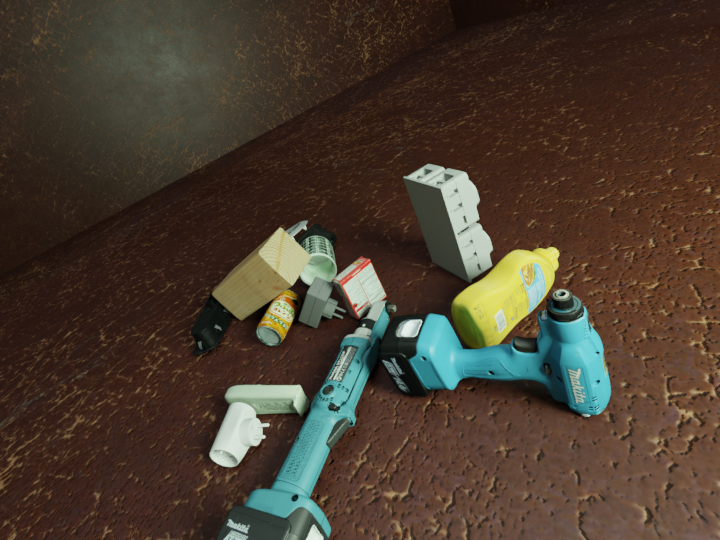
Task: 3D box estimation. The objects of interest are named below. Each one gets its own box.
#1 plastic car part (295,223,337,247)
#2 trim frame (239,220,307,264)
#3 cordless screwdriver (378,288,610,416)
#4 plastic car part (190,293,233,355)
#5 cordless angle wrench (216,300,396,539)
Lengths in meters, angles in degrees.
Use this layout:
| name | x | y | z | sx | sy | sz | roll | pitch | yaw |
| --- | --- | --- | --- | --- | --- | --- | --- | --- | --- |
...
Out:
| name | x | y | z | sx | sy | sz | roll | pitch | yaw |
| --- | --- | --- | --- | --- | --- | --- | --- | --- | --- |
| plastic car part | -0.100 | -0.065 | 1.020 | 0.074 | 0.063 | 0.115 | 17 | 46 | 31 |
| trim frame | -0.226 | -0.051 | 1.051 | 0.253 | 0.027 | 0.184 | -30 | 17 | 28 |
| cordless screwdriver | 0.142 | 0.089 | 0.505 | 0.260 | 0.153 | 0.074 | -4 | 34 | 36 |
| plastic car part | -0.318 | 0.097 | 0.930 | 0.067 | 0.064 | 0.208 | -11 | 35 | 11 |
| cordless angle wrench | -0.034 | 0.183 | 0.579 | 0.102 | 0.071 | 0.423 | -7 | 33 | 29 |
